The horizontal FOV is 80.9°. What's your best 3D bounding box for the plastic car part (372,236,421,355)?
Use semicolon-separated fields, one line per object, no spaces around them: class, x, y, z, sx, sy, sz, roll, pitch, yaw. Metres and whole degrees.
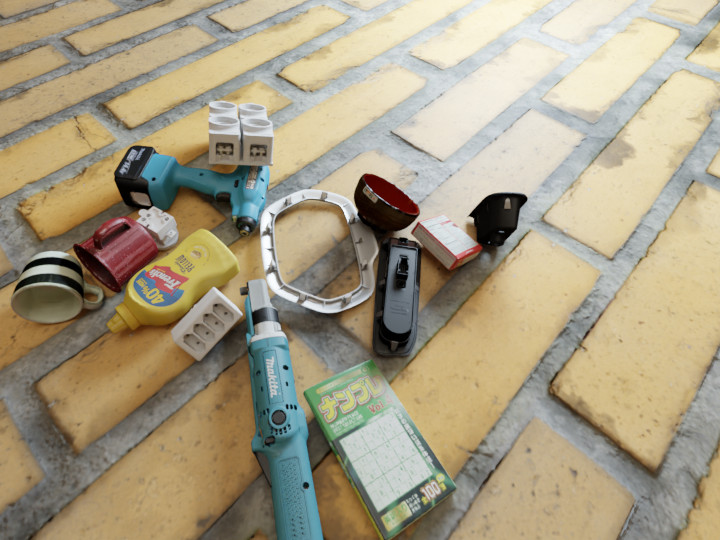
plastic car part;0.059;0.026;0.619;0.066;0.066;0.207;12;57;-4

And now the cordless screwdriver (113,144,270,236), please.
cordless screwdriver;-0.286;-0.134;0.723;0.248;0.072;0.164;4;55;-3

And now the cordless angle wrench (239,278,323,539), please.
cordless angle wrench;-0.097;0.185;0.500;0.097;0.072;0.441;-11;53;-10

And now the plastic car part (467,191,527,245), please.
plastic car part;0.215;-0.072;0.665;0.066;0.115;0.071;9;79;2

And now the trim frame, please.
trim frame;-0.066;-0.043;0.679;0.181;0.027;0.258;-4;52;-12
